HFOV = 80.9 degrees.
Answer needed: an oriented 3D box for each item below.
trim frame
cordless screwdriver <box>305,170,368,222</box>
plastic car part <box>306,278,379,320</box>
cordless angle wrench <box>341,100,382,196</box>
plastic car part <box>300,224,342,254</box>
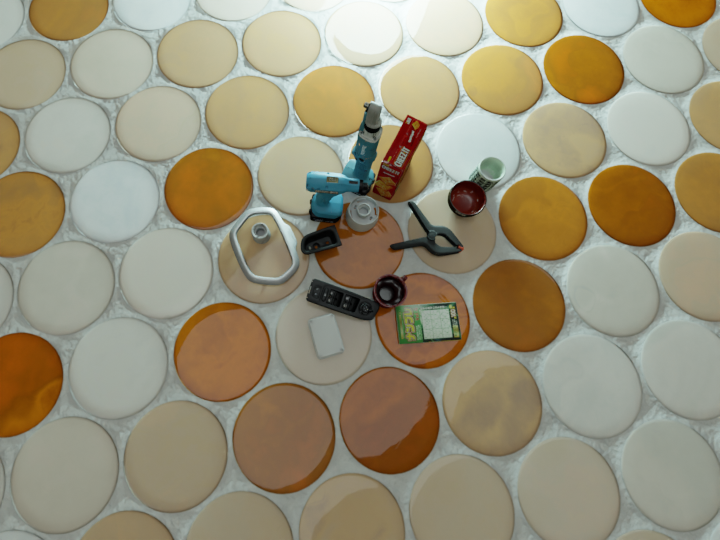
[{"bbox_3d":[-0.282,-0.072,1.253,0.183,0.027,0.254,-25,77,-7],"label":"trim frame"},{"bbox_3d":[-0.071,-0.203,1.178,0.159,0.246,0.075,5,78,-4],"label":"cordless screwdriver"},{"bbox_3d":[-0.050,0.089,1.194,0.204,0.066,0.067,19,76,3],"label":"plastic car part"},{"bbox_3d":[0.012,-0.314,1.119,0.098,0.419,0.074,28,77,0],"label":"cordless angle wrench"},{"bbox_3d":[-0.121,-0.079,1.235,0.116,0.070,0.067,-19,79,-7],"label":"plastic car part"}]
